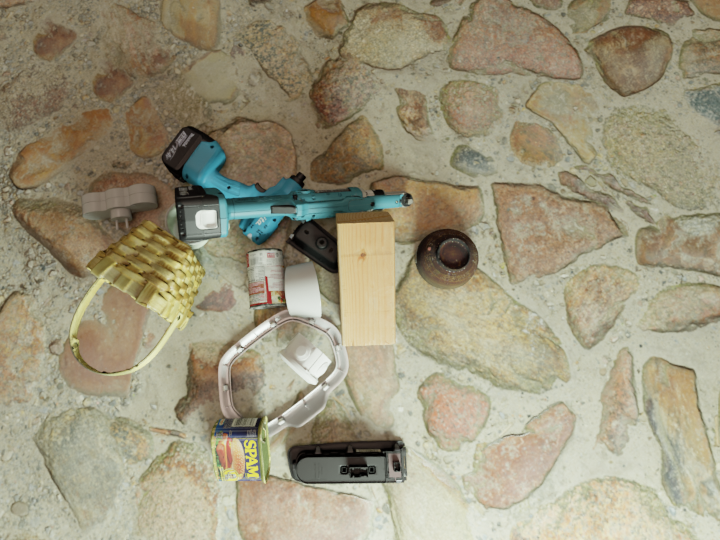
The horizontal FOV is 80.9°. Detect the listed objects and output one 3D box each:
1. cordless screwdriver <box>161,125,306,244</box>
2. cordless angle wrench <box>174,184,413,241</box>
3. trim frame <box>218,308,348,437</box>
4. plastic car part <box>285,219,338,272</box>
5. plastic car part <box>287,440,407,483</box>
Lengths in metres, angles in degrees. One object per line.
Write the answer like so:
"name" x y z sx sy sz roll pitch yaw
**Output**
"cordless screwdriver" -0.236 -0.181 0.802 0.251 0.074 0.159 37 81 4
"cordless angle wrench" -0.100 -0.114 0.740 0.411 0.103 0.073 -7 113 -19
"trim frame" -0.139 0.181 0.750 0.247 0.027 0.187 -36 81 -7
"plastic car part" -0.075 -0.049 0.771 0.119 0.070 0.066 37 83 9
"plastic car part" -0.023 0.327 0.702 0.204 0.066 0.066 -1 88 3
